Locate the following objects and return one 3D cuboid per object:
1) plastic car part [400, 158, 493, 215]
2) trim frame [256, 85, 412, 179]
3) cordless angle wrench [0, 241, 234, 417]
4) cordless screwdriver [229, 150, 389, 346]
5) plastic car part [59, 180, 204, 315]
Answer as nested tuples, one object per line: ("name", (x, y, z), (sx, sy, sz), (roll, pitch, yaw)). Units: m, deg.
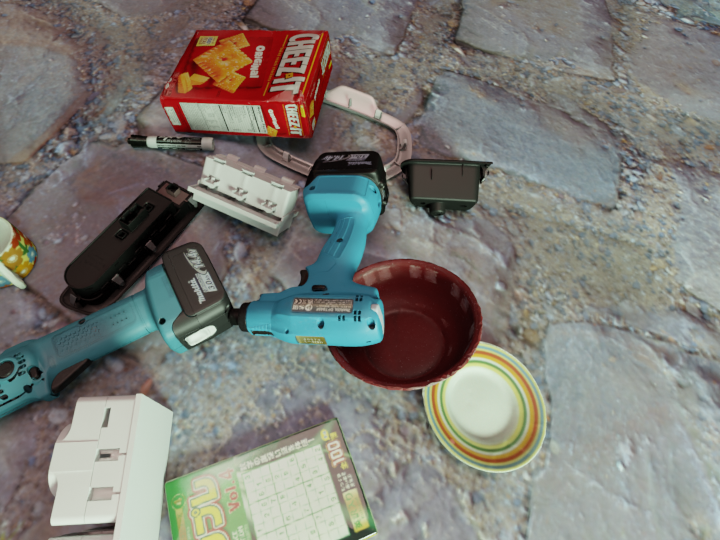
("plastic car part", (0.112, -0.110, 0.576), (0.116, 0.065, 0.072), (1, 76, -1))
("trim frame", (-0.042, -0.210, 0.636), (0.254, 0.027, 0.185), (23, 61, 11))
("cordless angle wrench", (-0.336, 0.105, 0.421), (0.417, 0.072, 0.102), (-28, 68, -15))
("cordless screwdriver", (-0.048, -0.031, 0.488), (0.163, 0.071, 0.254), (-2, 51, 14))
("plastic car part", (-0.275, -0.036, 0.508), (0.067, 0.066, 0.203), (30, 66, 1))
